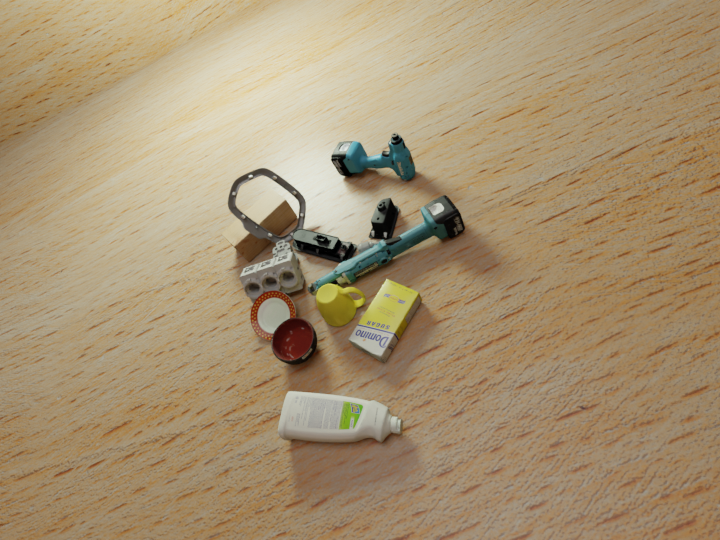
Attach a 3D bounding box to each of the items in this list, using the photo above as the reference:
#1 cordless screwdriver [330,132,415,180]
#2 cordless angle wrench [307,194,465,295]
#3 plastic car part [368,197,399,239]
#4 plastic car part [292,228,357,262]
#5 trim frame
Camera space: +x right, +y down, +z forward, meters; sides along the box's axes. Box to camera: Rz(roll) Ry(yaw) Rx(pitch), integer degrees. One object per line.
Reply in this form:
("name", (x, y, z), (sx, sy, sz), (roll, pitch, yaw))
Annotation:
("cordless screwdriver", (0.030, -0.342, 1.243), (0.261, 0.151, 0.074), (13, 63, 32))
("cordless angle wrench", (0.052, -0.044, 1.077), (0.426, 0.093, 0.078), (-29, 51, 8))
("plastic car part", (0.061, -0.150, 1.150), (0.069, 0.067, 0.117), (7, 63, 25))
("plastic car part", (-0.116, -0.076, 1.186), (0.213, 0.063, 0.066), (14, 71, 33))
("trim frame", (-0.263, -0.182, 1.220), (0.184, 0.237, 0.029), (-55, 28, -4))
